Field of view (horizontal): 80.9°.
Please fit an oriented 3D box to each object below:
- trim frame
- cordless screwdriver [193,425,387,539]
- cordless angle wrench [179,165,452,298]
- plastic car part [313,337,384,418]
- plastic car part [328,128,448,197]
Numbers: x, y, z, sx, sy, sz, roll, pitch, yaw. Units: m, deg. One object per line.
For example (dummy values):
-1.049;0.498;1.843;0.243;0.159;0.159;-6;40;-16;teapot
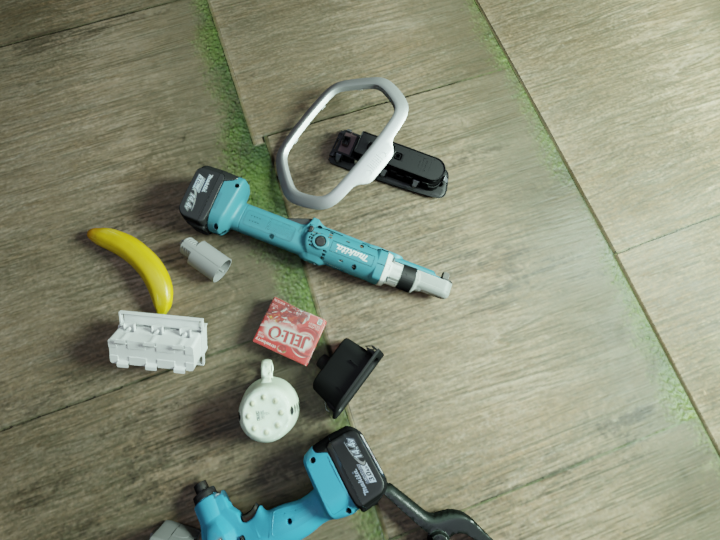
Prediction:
-0.035;-0.207;0.676;0.194;0.026;0.248;39;89;30;trim frame
-0.097;0.296;0.561;0.247;0.071;0.166;-36;64;-7;cordless screwdriver
-0.064;-0.042;0.652;0.425;0.073;0.098;21;78;3;cordless angle wrench
-0.027;0.145;0.613;0.074;0.063;0.116;38;82;21;plastic car part
0.054;-0.182;0.691;0.204;0.066;0.067;23;71;2;plastic car part
